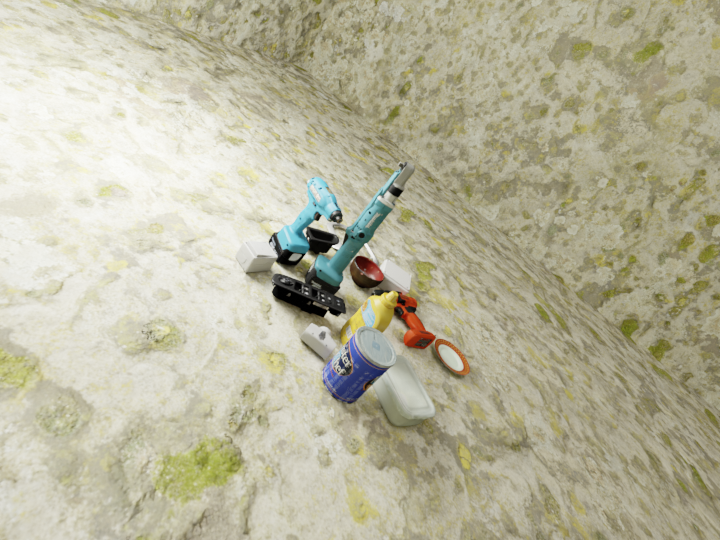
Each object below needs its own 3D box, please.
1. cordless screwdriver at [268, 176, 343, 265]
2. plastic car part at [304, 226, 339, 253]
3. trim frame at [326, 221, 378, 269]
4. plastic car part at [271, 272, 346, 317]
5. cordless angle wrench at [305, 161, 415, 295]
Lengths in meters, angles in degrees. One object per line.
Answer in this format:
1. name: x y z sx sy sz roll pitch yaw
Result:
1. cordless screwdriver: -0.143 -0.110 1.128 0.070 0.249 0.167 10 39 -43
2. plastic car part: -0.127 -0.083 1.298 0.111 0.071 0.069 16 35 -35
3. trim frame: -0.031 -0.087 1.460 0.175 0.027 0.261 12 36 -38
4. plastic car part: -0.137 0.067 1.056 0.197 0.067 0.068 28 29 -16
5. cordless angle wrench: 0.002 -0.102 1.089 0.096 0.424 0.075 33 28 -12
